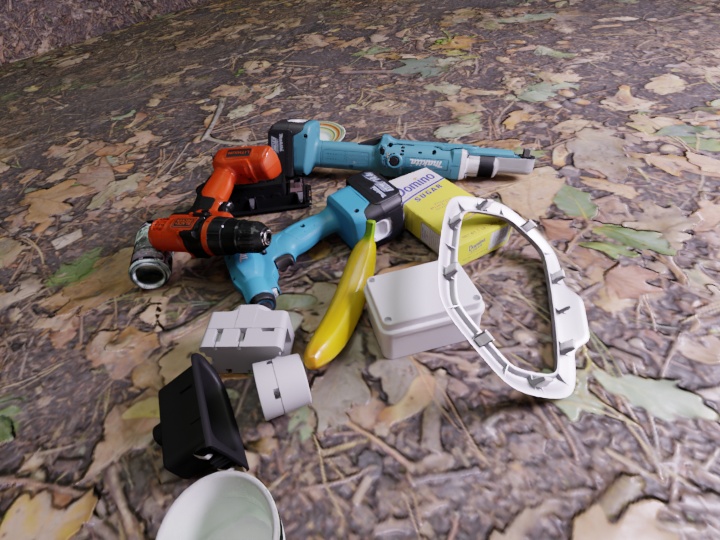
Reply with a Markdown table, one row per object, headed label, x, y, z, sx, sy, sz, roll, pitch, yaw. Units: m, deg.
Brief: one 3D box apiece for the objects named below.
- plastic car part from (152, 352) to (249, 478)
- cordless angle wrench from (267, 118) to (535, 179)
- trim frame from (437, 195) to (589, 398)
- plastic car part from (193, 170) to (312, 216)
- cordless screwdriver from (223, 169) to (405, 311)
| label | x | y | z | sx | sy | sz | roll | pitch | yaw |
| --- | --- | --- | --- | --- | --- | --- | --- | --- | --- |
| plastic car part | -0.163 | 0.146 | 0.405 | 0.070 | 0.063 | 0.123 | -35 | 43 | -7 |
| cordless angle wrench | 0.057 | -0.189 | 0.700 | 0.433 | 0.096 | 0.074 | 8 | 26 | 13 |
| trim frame | 0.161 | 0.011 | 0.447 | 0.181 | 0.028 | 0.252 | 29 | 45 | -11 |
| plastic car part | -0.185 | -0.127 | 0.699 | 0.204 | 0.064 | 0.069 | -10 | 49 | 4 |
| cordless screwdriver | -0.055 | -0.036 | 0.566 | 0.246 | 0.071 | 0.168 | -25 | 45 | -10 |
